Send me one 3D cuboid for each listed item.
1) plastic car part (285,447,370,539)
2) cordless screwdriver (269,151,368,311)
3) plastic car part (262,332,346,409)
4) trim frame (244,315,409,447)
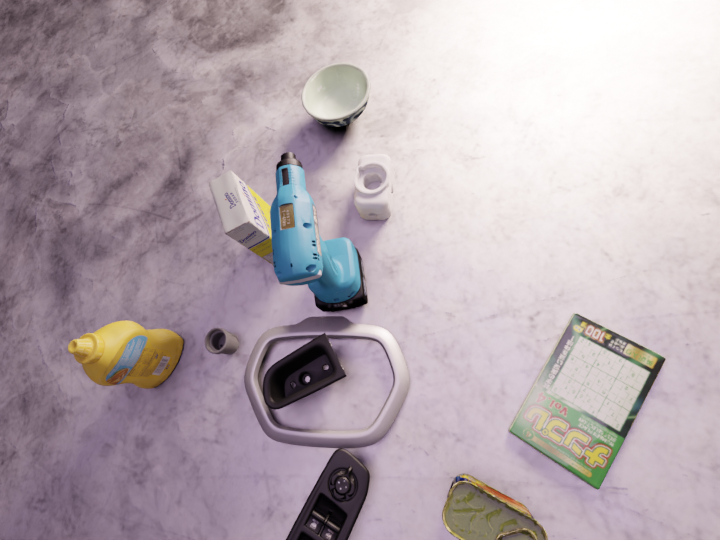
[{"bbox_3d":[-0.048,0.330,0.534,0.069,0.064,0.203,23,80,21],"label":"plastic car part"},{"bbox_3d":[-0.056,-0.036,0.569,0.075,0.239,0.163,-12,70,9],"label":"cordless screwdriver"},{"bbox_3d":[-0.079,0.150,0.604,0.117,0.068,0.068,-30,67,4],"label":"plastic car part"},{"bbox_3d":[-0.055,0.157,0.617,0.255,0.026,0.188,-5,70,16],"label":"trim frame"}]
